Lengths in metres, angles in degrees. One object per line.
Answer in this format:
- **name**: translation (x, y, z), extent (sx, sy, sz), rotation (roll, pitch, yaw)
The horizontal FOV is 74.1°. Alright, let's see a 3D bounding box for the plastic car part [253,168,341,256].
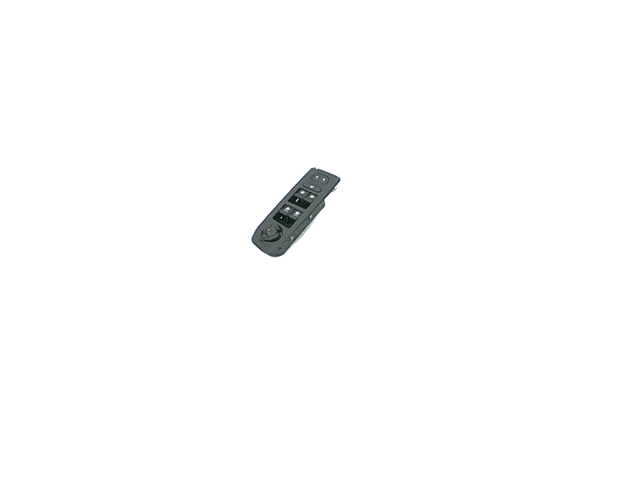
- **plastic car part**: translation (-0.045, -0.046, 0.763), extent (0.066, 0.202, 0.067), rotation (31, -31, 17)
